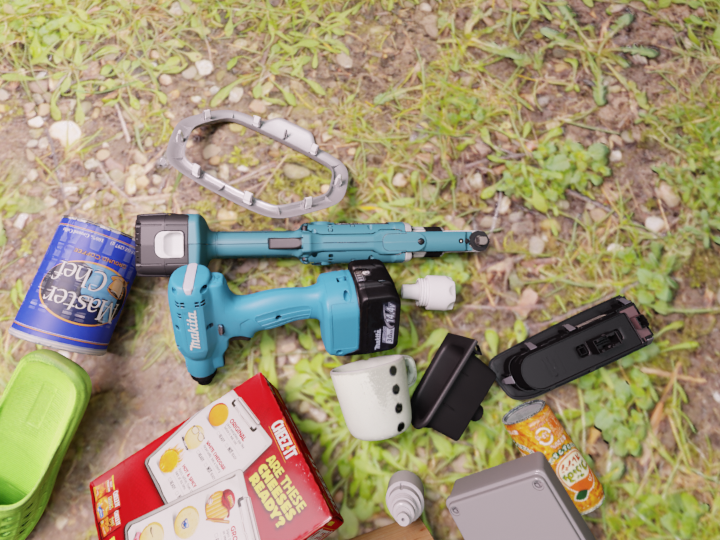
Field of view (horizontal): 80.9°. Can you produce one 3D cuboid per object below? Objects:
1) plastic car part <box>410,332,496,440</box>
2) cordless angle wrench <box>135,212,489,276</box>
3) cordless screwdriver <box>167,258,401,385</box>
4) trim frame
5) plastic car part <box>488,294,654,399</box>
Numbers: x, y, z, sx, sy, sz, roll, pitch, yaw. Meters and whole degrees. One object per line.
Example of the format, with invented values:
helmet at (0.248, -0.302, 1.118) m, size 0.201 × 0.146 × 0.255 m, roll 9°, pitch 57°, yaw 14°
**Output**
plastic car part at (0.112, 0.141, 0.490) m, size 0.070 × 0.067 × 0.116 m, roll 32°, pitch 80°, yaw -8°
cordless angle wrench at (-0.051, -0.034, 0.526) m, size 0.420 × 0.099 × 0.074 m, roll -1°, pitch 91°, yaw -4°
cordless screwdriver at (-0.086, 0.065, 0.488) m, size 0.245 × 0.155 × 0.077 m, roll -2°, pitch 34°, yaw -9°
trim frame at (-0.133, -0.149, 0.552) m, size 0.255 × 0.027 × 0.183 m, roll 27°, pitch 46°, yaw 12°
plastic car part at (0.256, 0.095, 0.497) m, size 0.202 × 0.066 × 0.067 m, roll -23°, pitch 85°, yaw -3°
